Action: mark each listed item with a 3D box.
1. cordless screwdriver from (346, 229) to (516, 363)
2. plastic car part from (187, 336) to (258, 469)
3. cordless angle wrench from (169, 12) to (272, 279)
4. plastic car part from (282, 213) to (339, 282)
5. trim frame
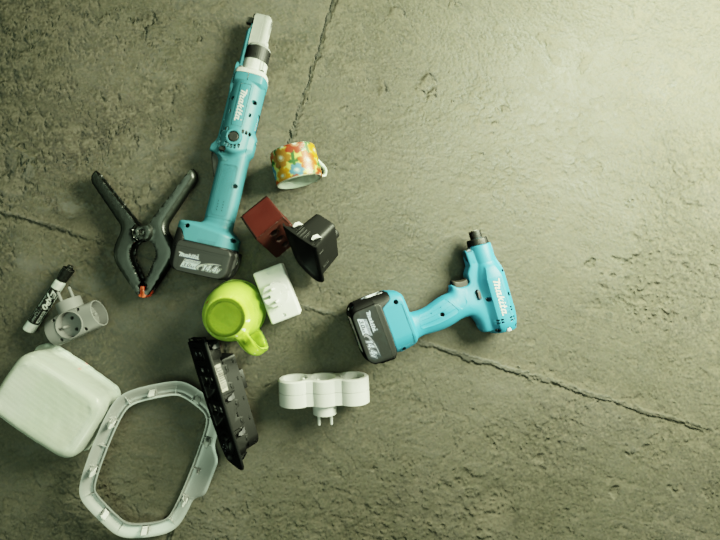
[{"bbox_3d":[0.102,0.040,0.644,0.247,0.074,0.160,-15,88,-5],"label":"cordless screwdriver"},{"bbox_3d":[-0.203,0.193,0.641,0.069,0.064,0.203,-14,89,40],"label":"plastic car part"},{"bbox_3d":[-0.195,-0.199,0.658,0.098,0.074,0.424,12,86,-2],"label":"cordless angle wrench"},{"bbox_3d":[-0.062,-0.041,0.638,0.069,0.112,0.070,36,71,23],"label":"plastic car part"},{"bbox_3d":[-0.314,0.289,0.644,0.179,0.028,0.249,22,86,-13],"label":"trim frame"}]
